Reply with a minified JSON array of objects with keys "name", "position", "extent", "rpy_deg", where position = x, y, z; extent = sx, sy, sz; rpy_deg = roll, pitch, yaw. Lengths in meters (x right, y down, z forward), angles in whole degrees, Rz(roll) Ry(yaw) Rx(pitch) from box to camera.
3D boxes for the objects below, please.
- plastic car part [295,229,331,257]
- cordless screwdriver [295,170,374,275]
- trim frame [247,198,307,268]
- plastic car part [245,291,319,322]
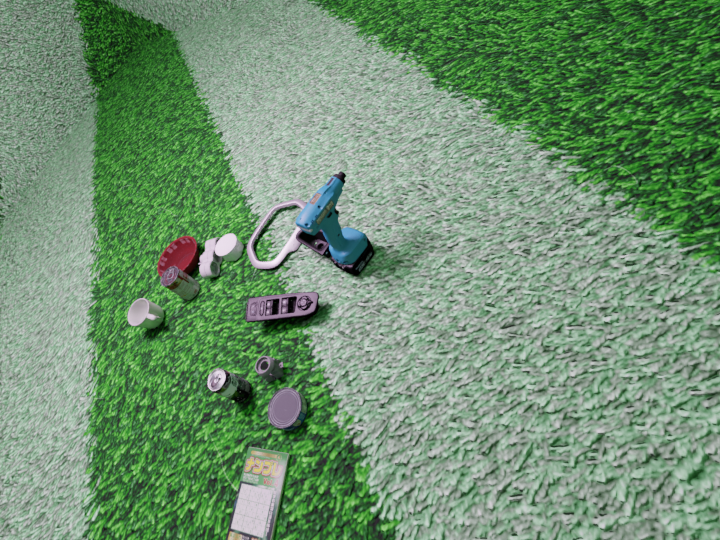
[{"name":"plastic car part","position":[-0.111,-0.072,1.132],"extent":[0.123,0.067,0.066],"rpy_deg":[26,74,39]},{"name":"cordless screwdriver","position":[-0.043,-0.106,1.003],"extent":[0.079,0.235,0.159],"rpy_deg":[24,73,38]},{"name":"trim frame","position":[-0.244,-0.112,1.262],"extent":[0.194,0.026,0.248],"rpy_deg":[19,71,37]},{"name":"plastic car part","position":[-0.190,0.099,1.066],"extent":[0.209,0.063,0.068],"rpy_deg":[-11,55,24]}]
